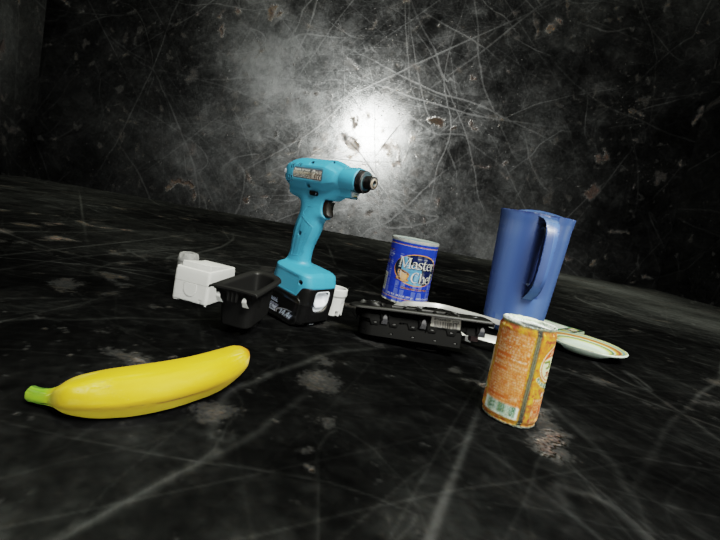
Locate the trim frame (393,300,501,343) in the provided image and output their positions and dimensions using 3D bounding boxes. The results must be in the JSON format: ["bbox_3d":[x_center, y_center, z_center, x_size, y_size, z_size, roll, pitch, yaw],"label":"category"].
[{"bbox_3d":[0.175,0.094,0.770,0.262,0.027,0.175,17,11,36],"label":"trim frame"}]

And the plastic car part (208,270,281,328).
[{"bbox_3d":[-0.149,0.044,0.571,0.067,0.070,0.114,12,8,11],"label":"plastic car part"}]

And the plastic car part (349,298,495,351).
[{"bbox_3d":[0.082,0.080,0.623,0.205,0.067,0.066,11,7,6],"label":"plastic car part"}]

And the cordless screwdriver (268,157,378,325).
[{"bbox_3d":[-0.062,-0.040,0.631,0.168,0.247,0.071,16,8,39],"label":"cordless screwdriver"}]
